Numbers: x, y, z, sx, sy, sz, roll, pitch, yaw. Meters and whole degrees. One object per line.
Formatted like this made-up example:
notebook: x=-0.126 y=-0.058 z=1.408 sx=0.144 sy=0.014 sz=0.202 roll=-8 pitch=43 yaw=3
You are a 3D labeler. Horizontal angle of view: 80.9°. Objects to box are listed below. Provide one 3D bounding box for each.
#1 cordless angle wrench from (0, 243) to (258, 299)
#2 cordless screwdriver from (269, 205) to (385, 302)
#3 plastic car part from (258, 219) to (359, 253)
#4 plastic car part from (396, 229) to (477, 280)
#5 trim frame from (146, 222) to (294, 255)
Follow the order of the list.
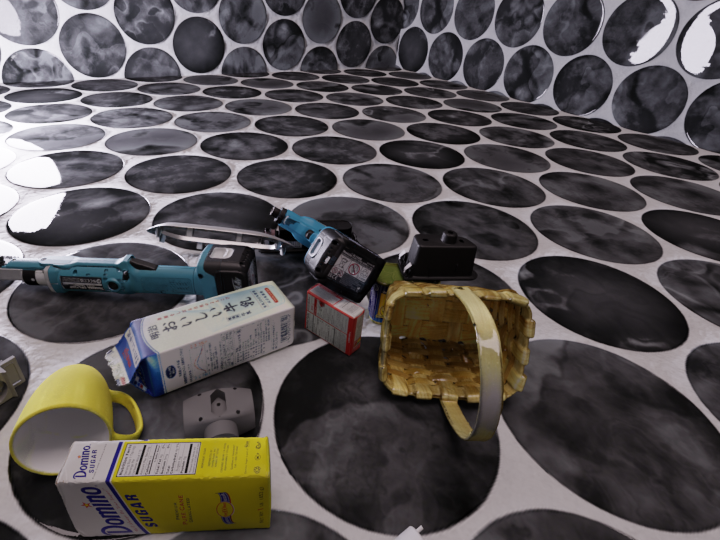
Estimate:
cordless angle wrench: x=-0.380 y=0.007 z=0.673 sx=0.426 sy=0.095 sz=0.076 roll=2 pitch=33 yaw=4
cordless screwdriver: x=-0.067 y=-0.044 z=0.688 sx=0.154 sy=0.074 sz=0.258 roll=30 pitch=5 yaw=-21
plastic car part: x=-0.101 y=-0.073 z=0.843 sx=0.200 sy=0.066 sz=0.068 roll=2 pitch=25 yaw=-9
plastic car part: x=0.120 y=-0.027 z=0.635 sx=0.116 sy=0.069 sz=0.068 roll=-1 pitch=34 yaw=-4
trim frame: x=-0.237 y=-0.050 z=0.721 sx=0.246 sy=0.028 sz=0.185 roll=4 pitch=-5 yaw=-8
